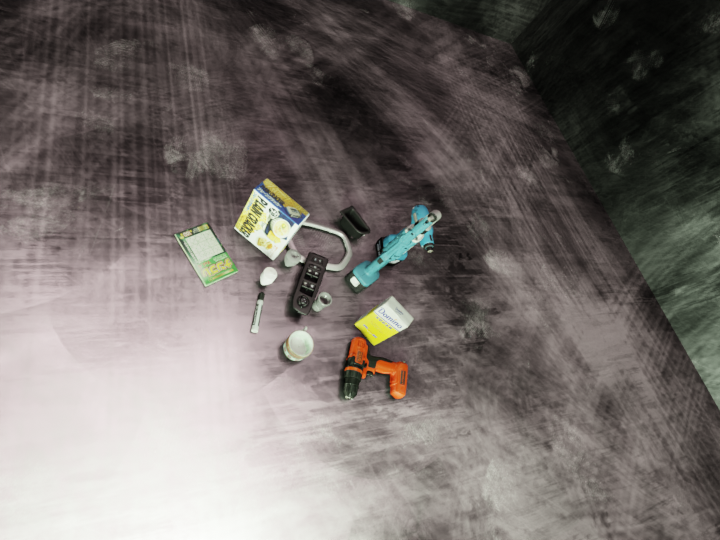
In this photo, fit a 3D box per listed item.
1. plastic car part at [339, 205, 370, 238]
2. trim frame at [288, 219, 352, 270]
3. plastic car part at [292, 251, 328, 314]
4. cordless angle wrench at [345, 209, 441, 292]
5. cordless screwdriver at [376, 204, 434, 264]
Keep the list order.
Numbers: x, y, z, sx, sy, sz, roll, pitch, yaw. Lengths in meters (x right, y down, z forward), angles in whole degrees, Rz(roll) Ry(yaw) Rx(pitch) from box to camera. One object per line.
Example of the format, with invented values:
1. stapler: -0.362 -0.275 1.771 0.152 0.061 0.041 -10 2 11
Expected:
1. plastic car part: -0.028 -0.155 1.458 0.064 0.071 0.119 -29 79 -38
2. trim frame: -0.136 -0.089 1.388 0.239 0.028 0.189 12 57 -22
3. plastic car part: -0.160 0.044 1.267 0.065 0.068 0.206 26 52 -15
4. cordless angle wrench: 0.095 -0.057 1.234 0.095 0.428 0.075 -33 84 -39
5. cordless screwdriver: 0.151 -0.087 1.396 0.071 0.251 0.164 7 61 -29
